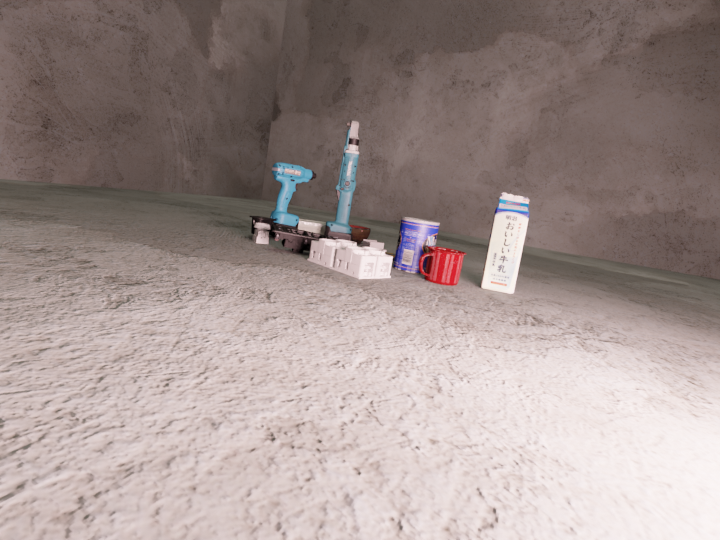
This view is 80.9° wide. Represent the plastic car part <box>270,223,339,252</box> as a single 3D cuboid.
[{"bbox_3d":[-0.150,-0.080,1.165,0.198,0.066,0.068,6,9,-15],"label":"plastic car part"}]

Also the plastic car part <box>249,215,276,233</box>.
[{"bbox_3d":[-0.315,-0.135,1.329,0.067,0.070,0.115,10,9,6],"label":"plastic car part"}]

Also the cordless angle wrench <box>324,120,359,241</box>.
[{"bbox_3d":[-0.049,-0.297,1.449,0.097,0.420,0.075,9,7,-4],"label":"cordless angle wrench"}]

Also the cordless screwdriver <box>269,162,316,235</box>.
[{"bbox_3d":[-0.233,-0.232,1.429,0.152,0.247,0.078,3,10,-36],"label":"cordless screwdriver"}]
